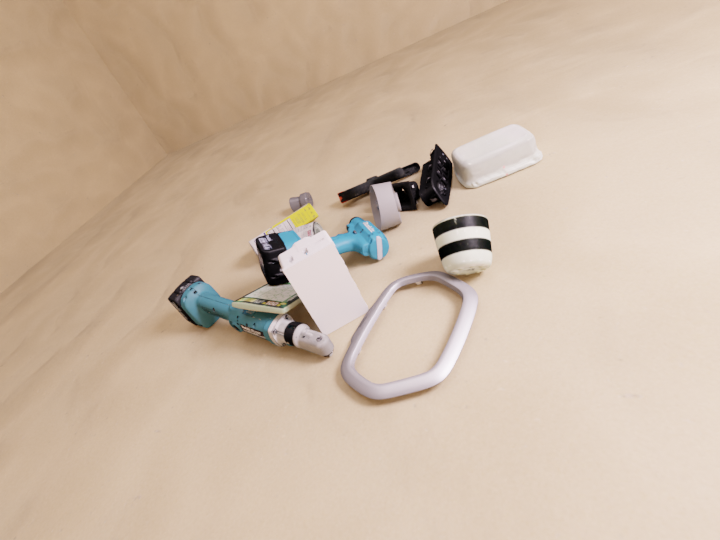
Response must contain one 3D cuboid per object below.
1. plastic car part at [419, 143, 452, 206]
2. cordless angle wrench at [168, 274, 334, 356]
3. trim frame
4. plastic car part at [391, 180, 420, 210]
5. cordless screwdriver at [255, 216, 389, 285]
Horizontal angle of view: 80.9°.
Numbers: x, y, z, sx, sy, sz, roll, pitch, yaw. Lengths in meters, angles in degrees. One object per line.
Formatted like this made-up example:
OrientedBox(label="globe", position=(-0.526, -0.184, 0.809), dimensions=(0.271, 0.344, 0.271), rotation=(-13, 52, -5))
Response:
OrientedBox(label="plastic car part", position=(0.161, -0.204, 0.929), dimensions=(0.069, 0.063, 0.206), rotation=(-25, 30, 26))
OrientedBox(label="cordless angle wrench", position=(-0.214, 0.088, 0.789), dimensions=(0.446, 0.093, 0.074), rotation=(9, 49, 41))
OrientedBox(label="trim frame", position=(0.069, 0.085, 0.624), dimensions=(0.193, 0.026, 0.248), rotation=(0, 43, 37))
OrientedBox(label="plastic car part", position=(0.086, -0.173, 0.956), dimensions=(0.122, 0.064, 0.069), rotation=(2, 27, 46))
OrientedBox(label="cordless screwdriver", position=(-0.083, -0.054, 0.851), dimensions=(0.245, 0.072, 0.166), rotation=(-13, 28, -11))
